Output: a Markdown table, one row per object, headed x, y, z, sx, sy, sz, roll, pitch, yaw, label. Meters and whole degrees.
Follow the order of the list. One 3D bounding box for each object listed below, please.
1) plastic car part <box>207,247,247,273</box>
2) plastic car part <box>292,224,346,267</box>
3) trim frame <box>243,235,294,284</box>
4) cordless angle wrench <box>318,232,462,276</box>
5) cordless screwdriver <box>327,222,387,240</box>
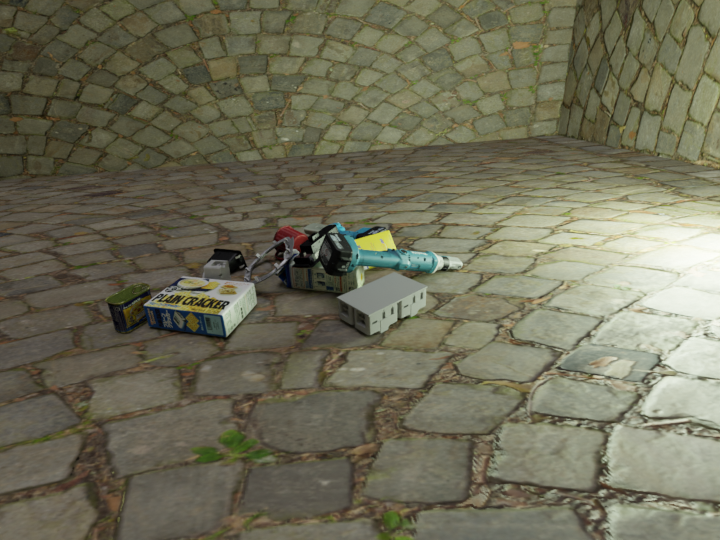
| x | y | z | sx | sy | sz | roll | pitch | yaw | label |
| --- | --- | --- | --- | --- | --- | --- | --- | --- | --- |
| -0.413 | -0.023 | 1.276 | 0.121 | 0.063 | 0.071 | 6 | 39 | 27 | plastic car part |
| -0.112 | -0.073 | 1.141 | 0.069 | 0.065 | 0.199 | -9 | 19 | 35 | plastic car part |
| -0.260 | -0.032 | 1.205 | 0.185 | 0.027 | 0.256 | -35 | 22 | 3 | trim frame |
| 0.099 | -0.029 | 1.095 | 0.406 | 0.073 | 0.103 | 4 | 34 | -27 | cordless angle wrench |
| -0.046 | -0.099 | 1.361 | 0.262 | 0.072 | 0.155 | 13 | 30 | 40 | cordless screwdriver |
